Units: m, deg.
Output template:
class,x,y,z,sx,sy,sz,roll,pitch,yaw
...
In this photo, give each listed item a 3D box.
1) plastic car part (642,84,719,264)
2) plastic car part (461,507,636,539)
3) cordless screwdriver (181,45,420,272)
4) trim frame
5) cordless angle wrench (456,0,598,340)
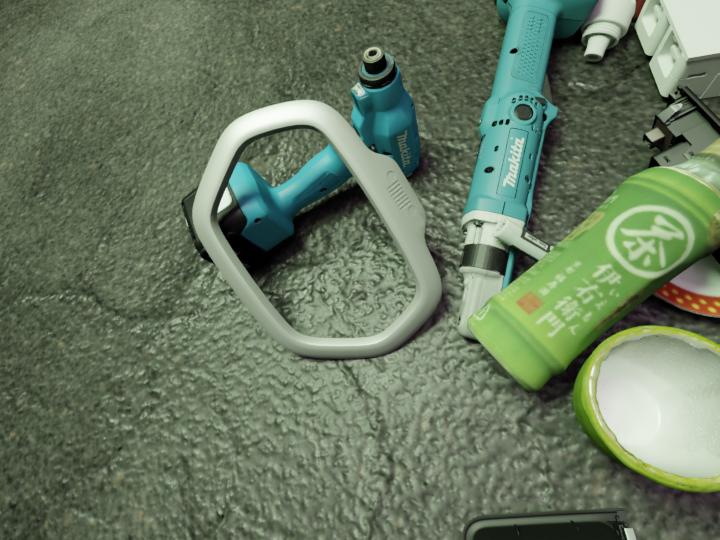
class,x,y,z,sx,sy,sz,roll,pitch,yaw
plastic car part,0.281,-0.044,0.319,0.068,0.063,0.211,-30,63,11
plastic car part,0.132,0.199,0.279,0.118,0.068,0.068,-7,66,9
cordless screwdriver,-0.060,-0.099,0.414,0.250,0.152,0.077,-29,66,4
trim frame,-0.036,-0.024,0.371,0.186,0.028,0.244,-30,101,15
cordless angle wrench,0.151,-0.141,0.412,0.099,0.073,0.426,15,78,4
